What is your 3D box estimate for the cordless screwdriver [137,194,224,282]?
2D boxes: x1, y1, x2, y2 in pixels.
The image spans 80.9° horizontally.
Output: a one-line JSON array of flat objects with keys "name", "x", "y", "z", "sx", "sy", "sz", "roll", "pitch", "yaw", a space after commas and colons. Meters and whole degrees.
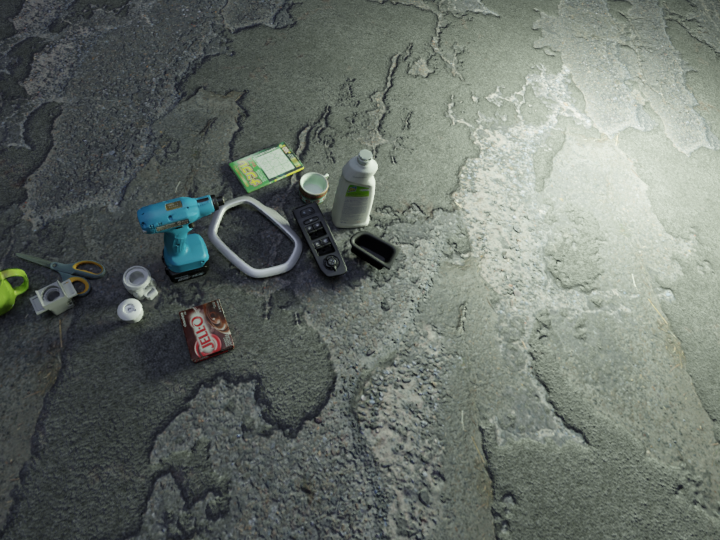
[{"name": "cordless screwdriver", "x": -0.359, "y": -0.071, "z": 0.893, "sx": 0.156, "sy": 0.245, "sz": 0.077, "roll": -18, "pitch": 69, "yaw": -19}]

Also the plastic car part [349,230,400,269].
[{"name": "plastic car part", "x": 0.026, "y": -0.043, "z": 1.028, "sx": 0.118, "sy": 0.070, "sz": 0.066, "roll": 29, "pitch": 61, "yaw": 7}]

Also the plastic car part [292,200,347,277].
[{"name": "plastic car part", "x": -0.100, "y": -0.066, "z": 1.026, "sx": 0.065, "sy": 0.066, "sz": 0.210, "roll": -20, "pitch": 66, "yaw": -19}]

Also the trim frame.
[{"name": "trim frame", "x": -0.258, "y": -0.085, "z": 1.038, "sx": 0.255, "sy": 0.027, "sz": 0.182, "roll": 38, "pitch": 63, "yaw": 13}]
